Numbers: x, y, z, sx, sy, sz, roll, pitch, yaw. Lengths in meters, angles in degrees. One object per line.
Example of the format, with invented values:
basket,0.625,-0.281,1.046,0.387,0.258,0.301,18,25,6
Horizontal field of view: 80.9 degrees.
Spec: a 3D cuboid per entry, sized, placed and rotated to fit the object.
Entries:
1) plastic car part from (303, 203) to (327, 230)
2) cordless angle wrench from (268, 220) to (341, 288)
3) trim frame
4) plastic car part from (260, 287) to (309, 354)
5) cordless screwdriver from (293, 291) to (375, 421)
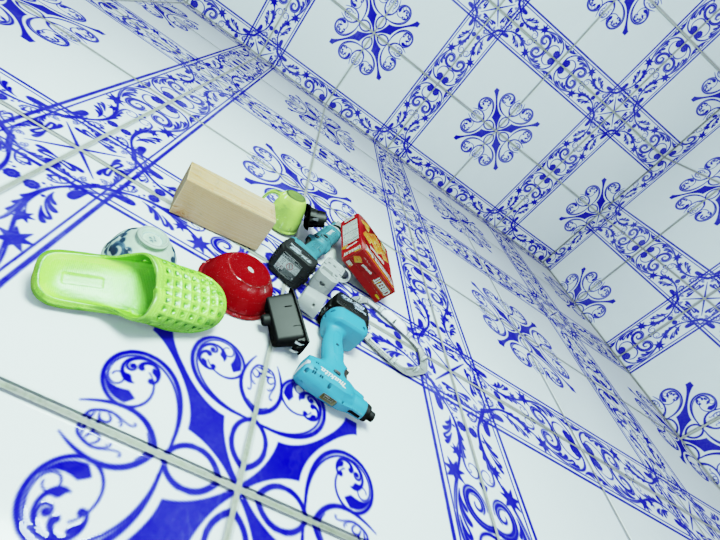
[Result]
plastic car part,-0.120,-0.136,1.105,0.066,0.066,0.205,15,7,-8
cordless angle wrench,-0.108,-0.071,1.108,0.098,0.074,0.419,39,22,-1
trim frame,0.067,0.152,1.017,0.253,0.027,0.181,40,24,7
plastic car part,-0.145,0.094,0.774,0.068,0.066,0.121,-7,60,-30
cordless screwdriver,-0.029,0.162,0.817,0.157,0.075,0.251,35,29,-10
